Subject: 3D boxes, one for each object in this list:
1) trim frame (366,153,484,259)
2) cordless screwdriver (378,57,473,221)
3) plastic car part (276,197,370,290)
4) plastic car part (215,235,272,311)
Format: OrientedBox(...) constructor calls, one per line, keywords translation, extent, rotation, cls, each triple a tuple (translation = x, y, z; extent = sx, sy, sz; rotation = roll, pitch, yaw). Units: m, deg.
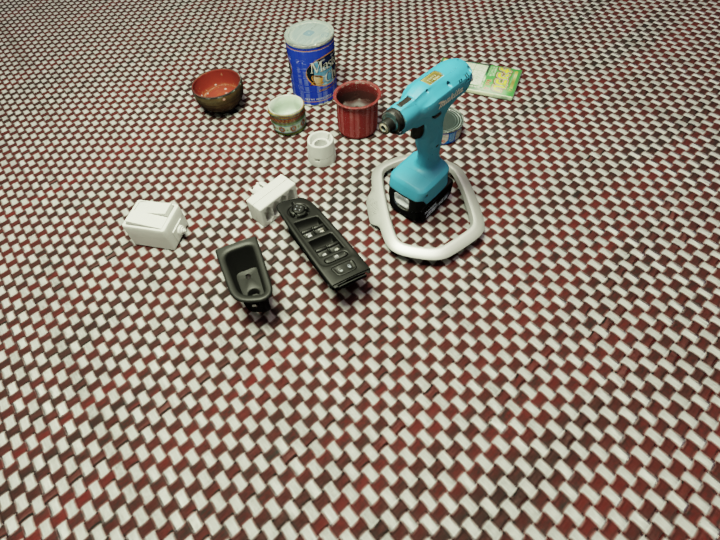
OrientedBox(translation=(0.104, -0.117, 0.725), extent=(0.184, 0.026, 0.257), rotation=(-8, 55, 0), cls="trim frame")
OrientedBox(translation=(0.084, -0.173, 0.636), extent=(0.078, 0.240, 0.157), rotation=(38, 65, 24), cls="cordless screwdriver")
OrientedBox(translation=(-0.065, -0.043, 0.667), extent=(0.065, 0.065, 0.213), rotation=(-28, 57, -15), cls="plastic car part")
OrientedBox(translation=(-0.166, 0.018, 0.633), extent=(0.065, 0.068, 0.122), rotation=(-21, 56, -11), cls="plastic car part")
